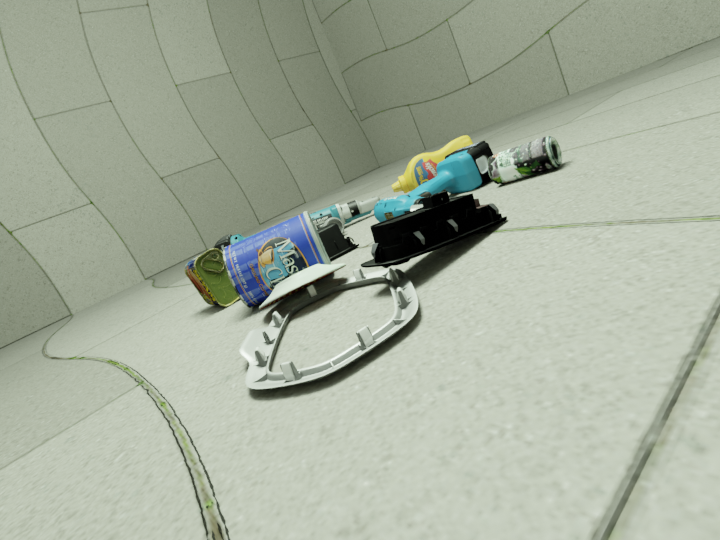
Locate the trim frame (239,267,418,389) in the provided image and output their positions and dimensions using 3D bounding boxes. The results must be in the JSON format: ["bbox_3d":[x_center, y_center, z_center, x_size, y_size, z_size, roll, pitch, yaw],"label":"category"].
[{"bbox_3d":[-0.035,0.046,0.435,0.186,0.027,0.252,-23,15,6],"label":"trim frame"}]

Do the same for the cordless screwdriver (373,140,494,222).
[{"bbox_3d":[0.156,-0.160,0.795,0.245,0.073,0.165,-33,16,-18],"label":"cordless screwdriver"}]

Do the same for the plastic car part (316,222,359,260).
[{"bbox_3d":[-0.074,-0.048,0.758,0.114,0.070,0.068,-25,10,-21],"label":"plastic car part"}]

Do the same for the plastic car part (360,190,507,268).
[{"bbox_3d":[0.084,-0.053,0.495,0.197,0.065,0.070,-27,20,-32],"label":"plastic car part"}]

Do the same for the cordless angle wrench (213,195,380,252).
[{"bbox_3d":[-0.150,-0.102,1.049,0.424,0.096,0.076,-20,14,2],"label":"cordless angle wrench"}]
